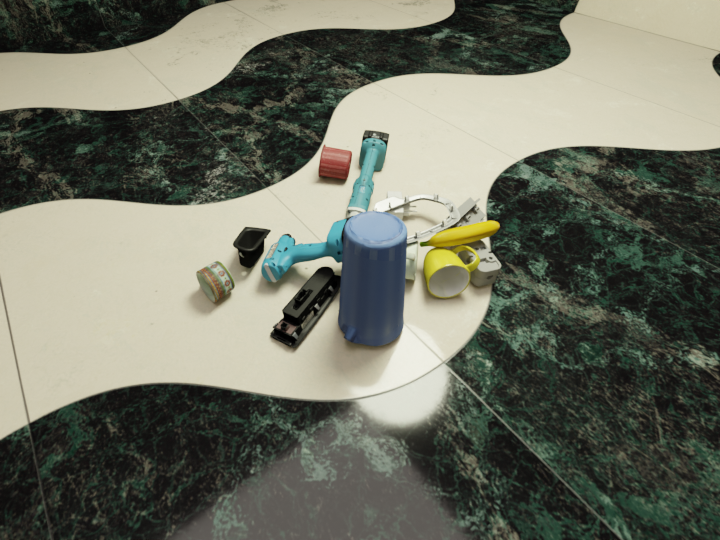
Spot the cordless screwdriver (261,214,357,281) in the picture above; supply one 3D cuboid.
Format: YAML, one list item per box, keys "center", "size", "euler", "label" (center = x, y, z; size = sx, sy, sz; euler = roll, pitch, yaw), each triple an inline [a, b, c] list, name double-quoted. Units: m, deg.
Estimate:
- center: [-0.091, -0.059, 0.929]
  size: [0.255, 0.071, 0.162]
  euler: [-14, 31, 19]
  label: "cordless screwdriver"

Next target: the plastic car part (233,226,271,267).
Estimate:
- center: [-0.252, -0.046, 0.968]
  size: [0.067, 0.069, 0.118]
  euler: [5, 31, 5]
  label: "plastic car part"

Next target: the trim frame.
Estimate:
- center: [0.110, -0.126, 0.978]
  size: [0.244, 0.026, 0.195]
  euler: [-25, 38, -19]
  label: "trim frame"

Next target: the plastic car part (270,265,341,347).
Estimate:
- center: [-0.108, 0.060, 0.873]
  size: [0.070, 0.064, 0.201]
  euler: [12, 44, 31]
  label: "plastic car part"

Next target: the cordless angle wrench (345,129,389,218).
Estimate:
- center: [0.007, -0.215, 1.109]
  size: [0.075, 0.095, 0.430]
  euler: [10, 51, 4]
  label: "cordless angle wrench"
